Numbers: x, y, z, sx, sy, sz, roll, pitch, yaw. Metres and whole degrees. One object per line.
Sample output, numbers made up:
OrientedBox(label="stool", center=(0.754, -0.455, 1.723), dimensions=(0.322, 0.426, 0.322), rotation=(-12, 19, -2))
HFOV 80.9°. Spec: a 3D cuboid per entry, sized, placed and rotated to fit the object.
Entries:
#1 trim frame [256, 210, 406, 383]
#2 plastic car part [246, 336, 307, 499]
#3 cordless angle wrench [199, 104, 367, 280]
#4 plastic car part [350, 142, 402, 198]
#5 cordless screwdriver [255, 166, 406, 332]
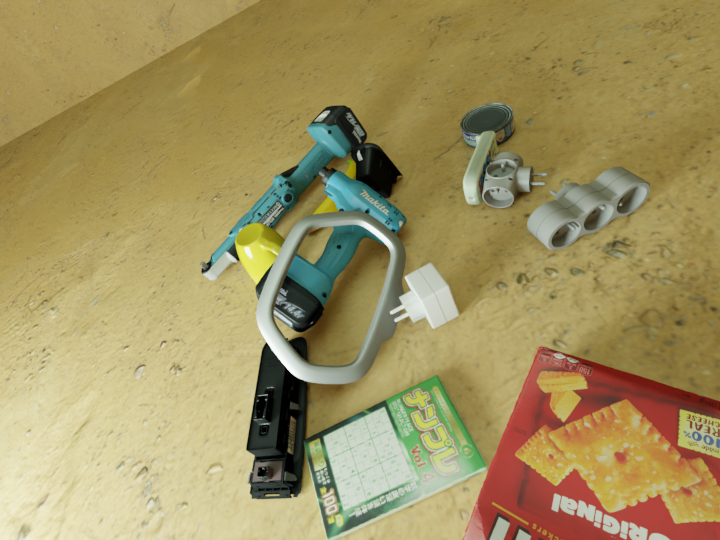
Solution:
OrientedBox(label="trim frame", center=(-0.031, 0.026, 0.566), dimensions=(0.185, 0.027, 0.251), rotation=(19, 65, 2))
OrientedBox(label="plastic car part", center=(-0.109, 0.168, 0.537), dimensions=(0.068, 0.063, 0.209), rotation=(-20, 42, 21))
OrientedBox(label="cordless angle wrench", center=(-0.153, -0.147, 0.823), dimensions=(0.422, 0.093, 0.078), rotation=(-51, 35, -12))
OrientedBox(label="plastic car part", center=(0.021, -0.158, 0.722), dimensions=(0.068, 0.110, 0.072), rotation=(-3, 74, 26))
OrientedBox(label="cordless screwdriver", center=(-0.062, -0.041, 0.639), dimensions=(0.162, 0.073, 0.247), rotation=(38, 72, 10))
